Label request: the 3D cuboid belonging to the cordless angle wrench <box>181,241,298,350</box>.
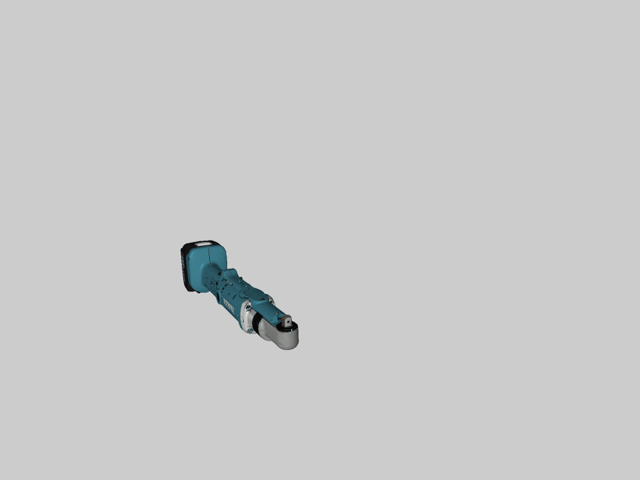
[{"bbox_3d":[-0.139,0.084,0.678,0.074,0.098,0.423,-8,14,-29],"label":"cordless angle wrench"}]
